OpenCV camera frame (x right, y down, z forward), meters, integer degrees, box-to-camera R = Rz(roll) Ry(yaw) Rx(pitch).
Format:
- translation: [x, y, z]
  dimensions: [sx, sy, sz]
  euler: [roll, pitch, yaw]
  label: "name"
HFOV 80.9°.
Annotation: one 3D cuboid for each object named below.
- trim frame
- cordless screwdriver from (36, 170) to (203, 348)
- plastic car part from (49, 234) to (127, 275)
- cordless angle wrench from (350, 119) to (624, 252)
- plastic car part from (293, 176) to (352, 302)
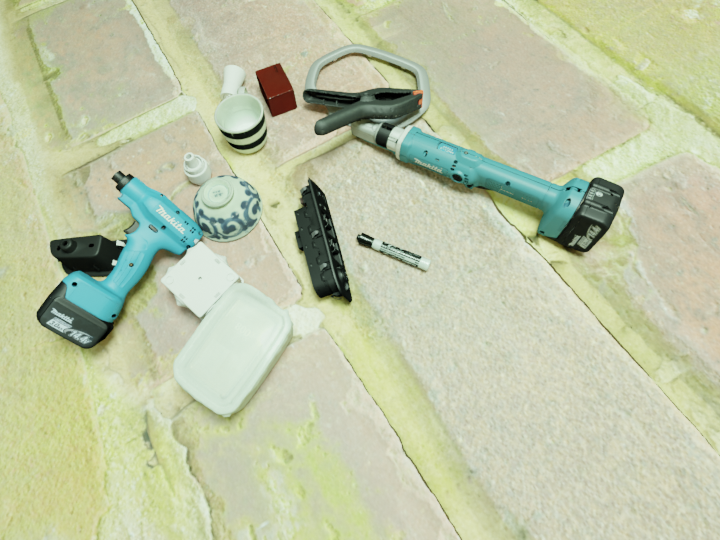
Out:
- translation: [0.013, -0.350, 0.801]
  dimensions: [0.256, 0.027, 0.184]
  euler: [27, 71, 14]
  label: "trim frame"
- translation: [-0.378, -0.020, 0.640]
  dimensions: [0.153, 0.077, 0.248]
  euler: [43, 72, -21]
  label: "cordless screwdriver"
- translation: [-0.452, -0.030, 0.689]
  dimensions: [0.117, 0.069, 0.067]
  euler: [-2, 66, 1]
  label: "plastic car part"
- translation: [0.167, -0.164, 0.673]
  dimensions: [0.439, 0.094, 0.074]
  euler: [28, 69, 20]
  label: "cordless angle wrench"
- translation: [-0.064, -0.042, 0.658]
  dimensions: [0.067, 0.063, 0.210]
  euler: [-23, 66, 5]
  label: "plastic car part"
